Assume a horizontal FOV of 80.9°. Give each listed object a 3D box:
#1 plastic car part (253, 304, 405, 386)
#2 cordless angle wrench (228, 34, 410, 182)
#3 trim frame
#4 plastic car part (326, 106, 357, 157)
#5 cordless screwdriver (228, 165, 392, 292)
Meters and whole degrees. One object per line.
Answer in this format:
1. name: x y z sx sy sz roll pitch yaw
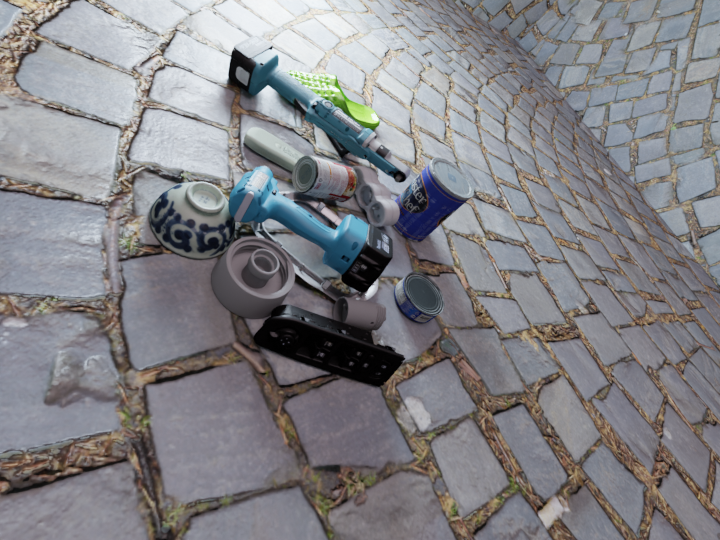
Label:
1. plastic car part: -0.042 0.093 0.570 0.195 0.066 0.069 19 37 -22
2. cordless angle wrench: -0.075 -0.313 0.850 0.427 0.074 0.097 37 53 4
3. trim frame: -0.068 -0.045 0.698 0.247 0.028 0.183 40 42 -3
4. plastic car part: -0.031 -0.306 0.933 0.067 0.067 0.121 5 48 -54
5. cordless screwdriver: -0.073 -0.077 0.649 0.244 0.074 0.163 28 26 -12
